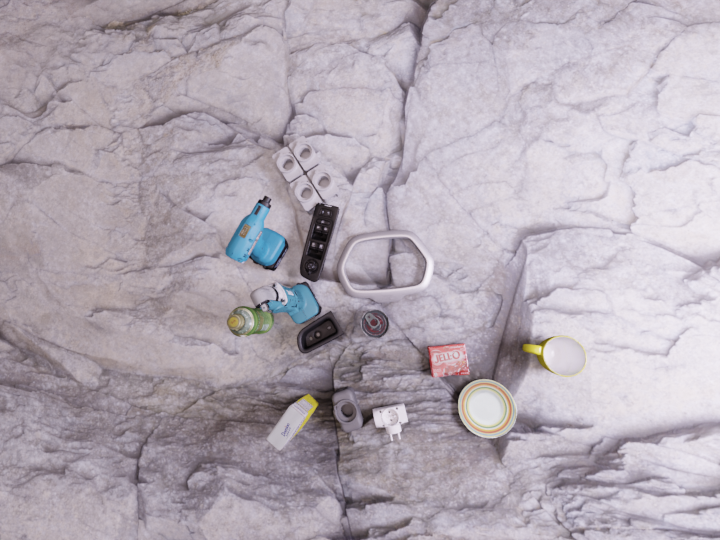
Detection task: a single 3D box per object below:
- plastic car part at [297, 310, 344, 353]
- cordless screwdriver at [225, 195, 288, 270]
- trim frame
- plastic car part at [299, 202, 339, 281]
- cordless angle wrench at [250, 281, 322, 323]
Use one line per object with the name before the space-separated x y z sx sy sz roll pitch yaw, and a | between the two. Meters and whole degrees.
plastic car part | -0.104 0.159 1.065 0.117 0.069 0.067 -31 80 2
cordless screwdriver | -0.237 -0.084 1.036 0.076 0.244 0.159 28 86 6
trim frame | 0.062 -0.011 1.089 0.251 0.027 0.186 -6 80 8
plastic car part | -0.108 -0.071 1.105 0.067 0.066 0.204 15 83 8
cordless angle wrench | -0.162 0.064 0.913 0.074 0.415 0.100 -30 83 0
